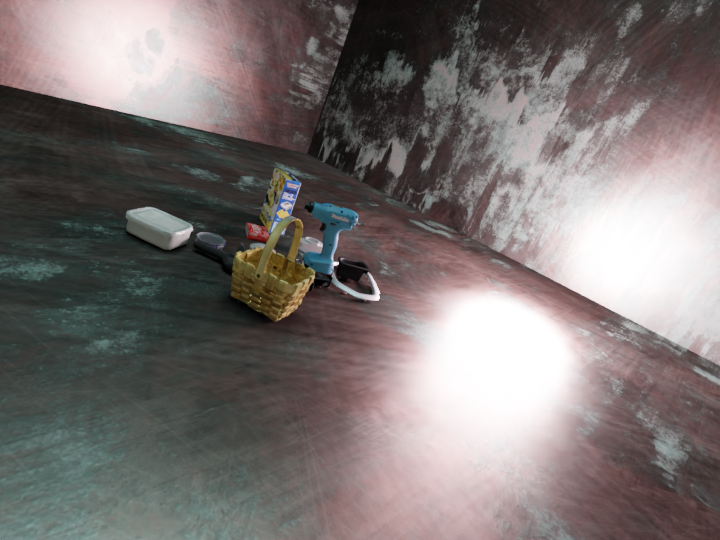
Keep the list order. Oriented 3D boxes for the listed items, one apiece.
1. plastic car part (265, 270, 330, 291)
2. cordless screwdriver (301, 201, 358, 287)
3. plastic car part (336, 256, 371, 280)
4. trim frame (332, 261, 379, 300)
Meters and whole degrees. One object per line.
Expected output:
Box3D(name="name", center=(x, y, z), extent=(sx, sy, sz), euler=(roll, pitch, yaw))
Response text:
Box3D(name="plastic car part", center=(-0.193, 0.023, 1.176), extent=(0.196, 0.066, 0.069), euler=(13, 20, -21))
Box3D(name="cordless screwdriver", center=(-0.122, -0.080, 1.247), extent=(0.154, 0.247, 0.077), euler=(16, 19, -18))
Box3D(name="plastic car part", center=(-0.036, 0.001, 1.382), extent=(0.111, 0.070, 0.069), euler=(10, 22, -29))
Box3D(name="trim frame", center=(-0.022, 0.031, 1.380), extent=(0.180, 0.027, 0.256), euler=(15, 20, -14))
